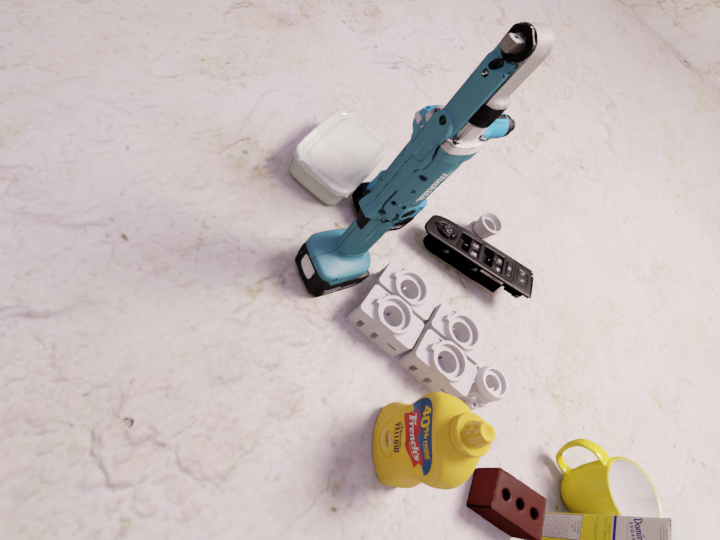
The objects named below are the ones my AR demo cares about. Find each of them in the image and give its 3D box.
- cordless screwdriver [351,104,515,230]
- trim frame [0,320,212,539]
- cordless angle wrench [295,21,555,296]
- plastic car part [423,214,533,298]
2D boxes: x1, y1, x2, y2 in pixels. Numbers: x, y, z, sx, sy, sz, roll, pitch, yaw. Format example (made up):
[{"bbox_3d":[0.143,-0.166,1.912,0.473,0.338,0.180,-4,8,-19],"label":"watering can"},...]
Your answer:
[{"bbox_3d":[0.100,-0.149,0.634,0.154,0.251,0.076,-10,71,-30],"label":"cordless screwdriver"},{"bbox_3d":[-0.271,0.163,0.440,0.251,0.028,0.181,45,56,5],"label":"trim frame"},{"bbox_3d":[0.038,-0.083,0.465,0.095,0.426,0.076,-14,74,-32],"label":"cordless angle wrench"},{"bbox_3d":[0.188,-0.022,0.712,0.202,0.067,0.066,35,55,-2],"label":"plastic car part"}]
